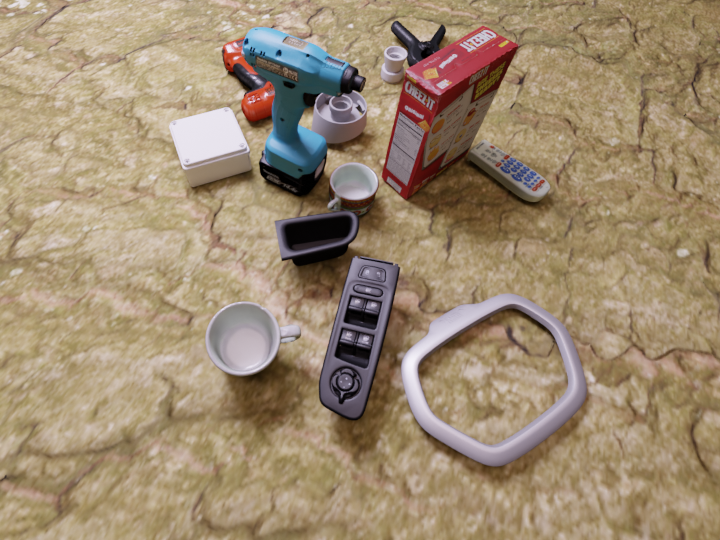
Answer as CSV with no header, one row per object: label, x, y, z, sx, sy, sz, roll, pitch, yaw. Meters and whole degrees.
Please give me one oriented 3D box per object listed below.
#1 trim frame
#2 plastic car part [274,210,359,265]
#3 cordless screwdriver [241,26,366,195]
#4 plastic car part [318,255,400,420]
trim frame,0.170,0.126,0.539,0.244,0.027,0.192,-28,64,-17
plastic car part,-0.059,-0.039,0.606,0.115,0.069,0.068,-10,62,-8
cordless screwdriver,-0.078,-0.208,0.604,0.163,0.243,0.074,27,62,10
plastic car part,-0.004,0.084,0.537,0.067,0.065,0.206,14,60,4
